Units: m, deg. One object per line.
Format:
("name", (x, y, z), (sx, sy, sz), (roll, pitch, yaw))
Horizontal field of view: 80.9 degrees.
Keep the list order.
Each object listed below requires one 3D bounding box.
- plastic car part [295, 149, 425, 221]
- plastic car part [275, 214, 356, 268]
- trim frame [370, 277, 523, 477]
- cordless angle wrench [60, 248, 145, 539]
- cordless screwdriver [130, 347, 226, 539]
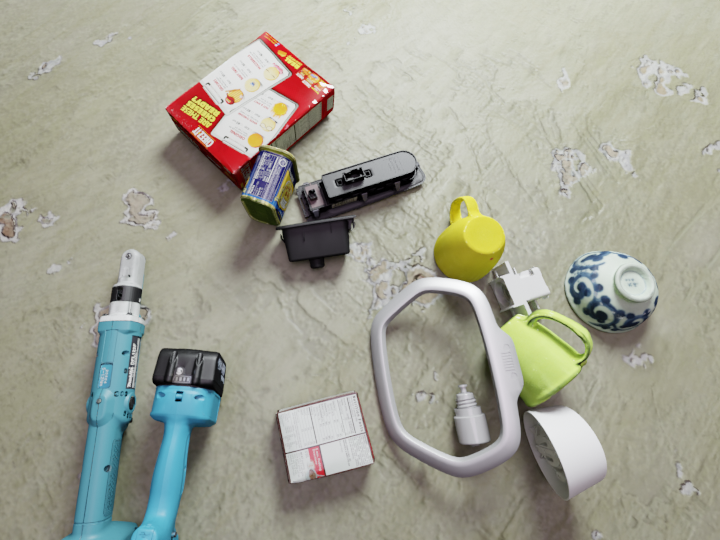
("plastic car part", (0.004, -0.141, 0.653), (0.201, 0.065, 0.068), (-17, 68, -8))
("plastic car part", (-0.061, -0.040, 0.624), (0.116, 0.066, 0.071), (-12, 89, -1))
("trim frame", (0.107, 0.131, 0.550), (0.189, 0.026, 0.254), (-16, 70, 21))
("cordless angle wrench", (-0.317, 0.172, 0.540), (0.074, 0.096, 0.432), (-4, 69, -1))
("cordless screwdriver", (-0.220, 0.230, 0.510), (0.074, 0.156, 0.255), (4, 58, -6))
